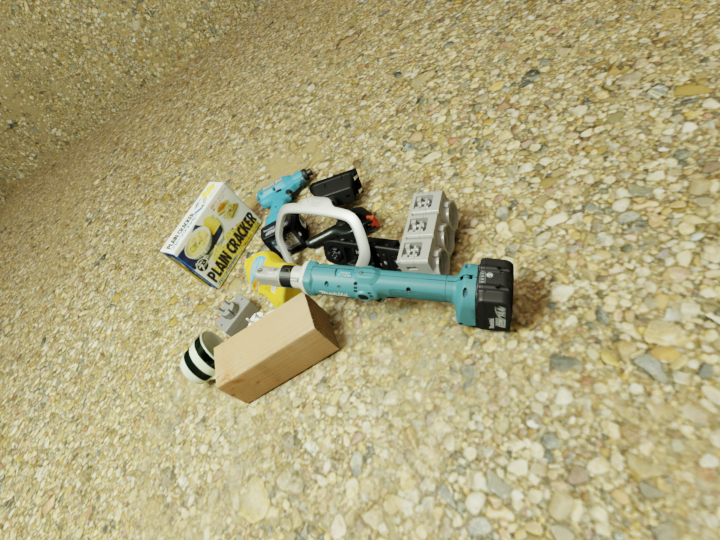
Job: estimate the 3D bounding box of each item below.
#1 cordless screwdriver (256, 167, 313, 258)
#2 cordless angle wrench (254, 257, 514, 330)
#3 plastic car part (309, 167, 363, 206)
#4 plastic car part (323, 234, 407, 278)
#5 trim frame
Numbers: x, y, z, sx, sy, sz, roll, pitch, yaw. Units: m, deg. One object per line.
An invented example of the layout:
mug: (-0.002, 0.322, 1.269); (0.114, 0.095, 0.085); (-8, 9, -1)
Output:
cordless screwdriver: (-0.172, -0.153, 1.025); (0.161, 0.070, 0.260); (-29, 42, 10)
cordless angle wrench: (0.013, 0.022, 0.681); (0.439, 0.093, 0.075); (5, 55, 23)
plastic car part: (-0.054, -0.169, 0.938); (0.118, 0.063, 0.073); (-16, 39, 10)
plastic car part: (0.013, -0.038, 0.814); (0.213, 0.063, 0.067); (7, 47, 36)
trim frame: (-0.082, -0.053, 0.836); (0.262, 0.180, 0.026); (12, 23, 40)
